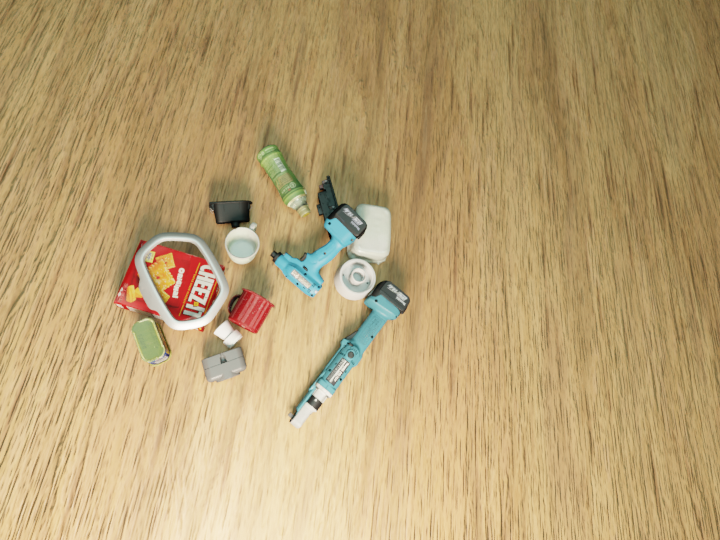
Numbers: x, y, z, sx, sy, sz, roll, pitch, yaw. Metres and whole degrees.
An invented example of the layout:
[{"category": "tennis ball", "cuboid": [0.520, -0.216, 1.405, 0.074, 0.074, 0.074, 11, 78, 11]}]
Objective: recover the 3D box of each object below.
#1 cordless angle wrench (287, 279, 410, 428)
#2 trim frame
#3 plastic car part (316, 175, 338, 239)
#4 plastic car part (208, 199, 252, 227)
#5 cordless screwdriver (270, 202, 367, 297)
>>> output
[{"category": "cordless angle wrench", "cuboid": [-0.031, 0.210, 1.057, 0.098, 0.074, 0.421, 38, 70, 1]}, {"category": "trim frame", "cuboid": [-0.420, 0.019, 0.991, 0.180, 0.028, 0.252, -29, 81, -23]}, {"category": "plastic car part", "cuboid": [-0.083, -0.161, 1.180, 0.066, 0.066, 0.207, -17, 76, -13]}, {"category": "plastic car part", "cuboid": [-0.344, -0.150, 1.131, 0.113, 0.067, 0.071, -3, 88, -17]}, {"category": "cordless screwdriver", "cuboid": [-0.108, -0.070, 1.102, 0.160, 0.074, 0.249, 40, 92, 3]}]
